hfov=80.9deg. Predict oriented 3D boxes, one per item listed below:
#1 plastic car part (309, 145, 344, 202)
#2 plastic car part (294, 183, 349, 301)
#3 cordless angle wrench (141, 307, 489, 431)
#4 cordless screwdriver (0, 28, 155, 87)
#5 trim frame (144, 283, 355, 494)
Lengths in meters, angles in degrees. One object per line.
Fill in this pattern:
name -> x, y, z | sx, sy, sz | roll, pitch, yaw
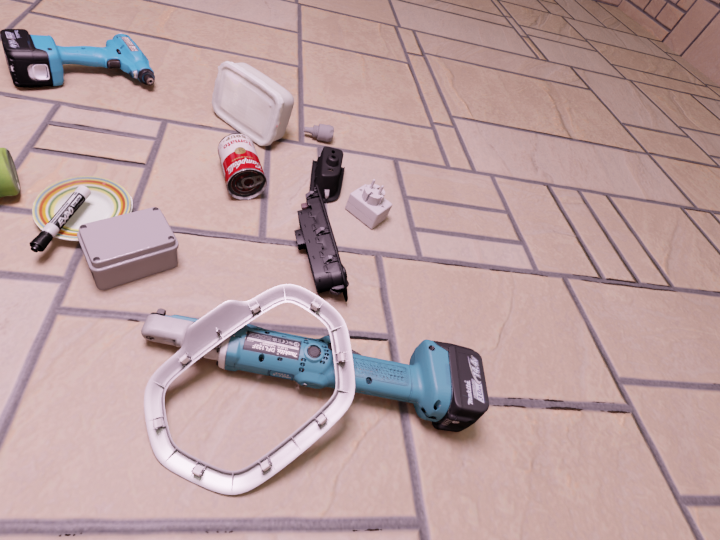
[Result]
plastic car part -> -0.057, -0.187, 0.784 | 0.065, 0.070, 0.120 | 11, 45, -9
plastic car part -> -0.065, -0.042, 0.663 | 0.066, 0.065, 0.212 | -12, 55, -16
cordless angle wrench -> -0.061, 0.112, 0.529 | 0.420, 0.073, 0.100 | 12, 48, -4
cordless screwdriver -> -0.543, -0.406, 0.830 | 0.241, 0.073, 0.166 | -24, 61, -36
trim frame -> -0.120, 0.123, 0.471 | 0.246, 0.027, 0.189 | -36, 76, -11
